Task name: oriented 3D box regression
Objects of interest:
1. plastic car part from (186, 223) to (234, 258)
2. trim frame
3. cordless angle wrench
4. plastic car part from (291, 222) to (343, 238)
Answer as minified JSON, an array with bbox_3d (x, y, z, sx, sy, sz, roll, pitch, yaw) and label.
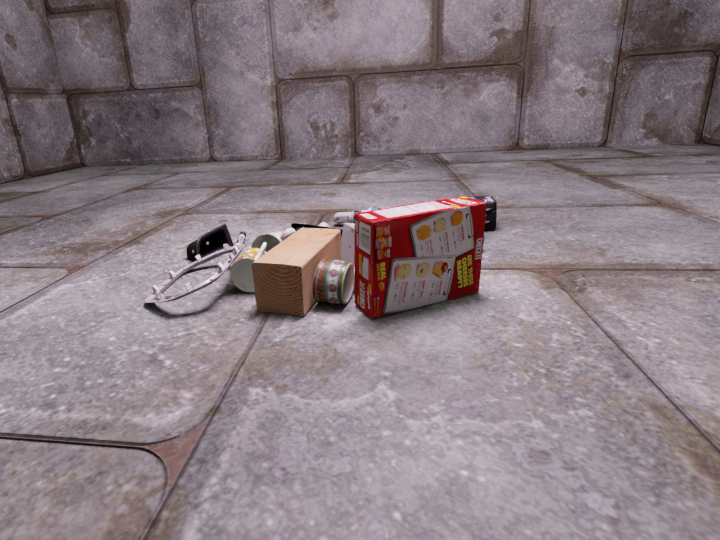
[{"bbox_3d":[-0.369,-0.059,1.005,0.074,0.064,0.114,-8,18,34],"label":"plastic car part"},{"bbox_3d":[-0.311,-0.001,0.816,0.186,0.027,0.251,-18,18,9],"label":"trim frame"},{"bbox_3d":[0.135,-0.148,1.138,0.432,0.073,0.098,-1,20,13],"label":"cordless angle wrench"},{"bbox_3d":[-0.095,-0.062,0.970,0.214,0.063,0.066,18,54,41],"label":"plastic car part"}]
